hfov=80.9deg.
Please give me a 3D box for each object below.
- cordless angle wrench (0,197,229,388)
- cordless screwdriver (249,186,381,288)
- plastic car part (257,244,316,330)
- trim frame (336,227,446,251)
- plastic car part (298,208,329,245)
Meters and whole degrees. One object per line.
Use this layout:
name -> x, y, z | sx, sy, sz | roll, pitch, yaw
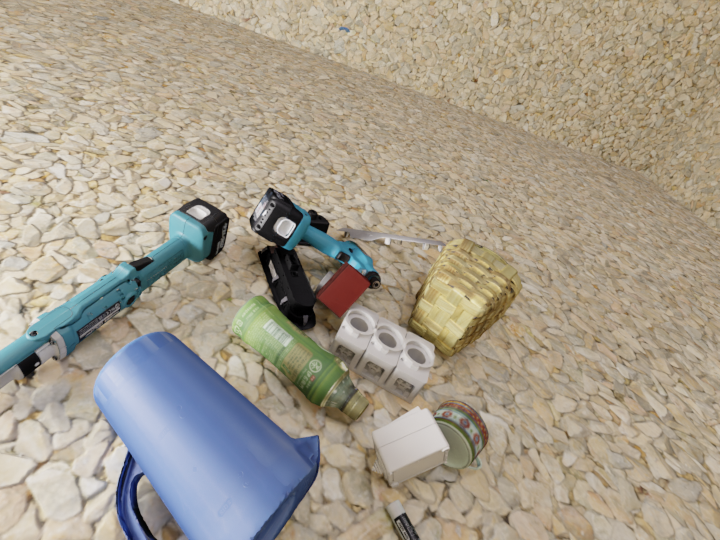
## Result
cordless angle wrench -> -0.342, 0.026, 0.596 | 0.075, 0.097, 0.421 | 28, 40, 5
cordless screwdriver -> -0.075, -0.049, 0.767 | 0.237, 0.074, 0.167 | 29, 11, -28
plastic car part -> -0.121, 0.017, 0.744 | 0.063, 0.067, 0.213 | 9, 39, -35
trim frame -> 0.062, -0.065, 0.880 | 0.175, 0.027, 0.262 | 4, 8, -45
plastic car part -> -0.116, -0.095, 0.884 | 0.112, 0.070, 0.069 | 2, 42, -23
